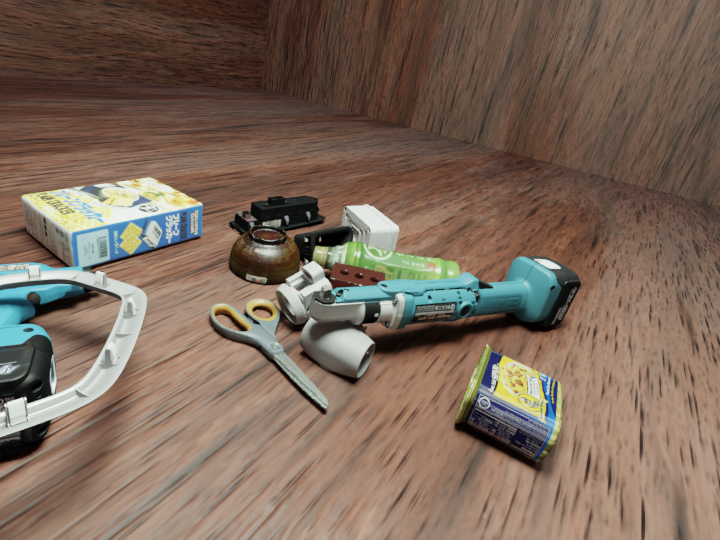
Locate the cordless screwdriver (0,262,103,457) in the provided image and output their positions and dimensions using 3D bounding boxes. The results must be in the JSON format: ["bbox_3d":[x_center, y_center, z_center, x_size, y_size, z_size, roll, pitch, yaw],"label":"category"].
[{"bbox_3d":[-0.330,0.059,0.414,0.153,0.073,0.263,-8,28,-33],"label":"cordless screwdriver"}]

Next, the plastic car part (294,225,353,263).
[{"bbox_3d":[-0.072,-0.047,0.737,0.074,0.065,0.112,10,19,32],"label":"plastic car part"}]

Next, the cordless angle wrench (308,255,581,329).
[{"bbox_3d":[0.123,0.037,0.561,0.406,0.096,0.078,-2,29,-29],"label":"cordless angle wrench"}]

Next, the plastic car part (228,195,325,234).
[{"bbox_3d":[-0.156,-0.116,0.837,0.194,0.066,0.070,-12,27,-43],"label":"plastic car part"}]

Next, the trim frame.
[{"bbox_3d":[-0.275,0.048,0.337,0.180,0.027,0.259,0,24,-15],"label":"trim frame"}]
